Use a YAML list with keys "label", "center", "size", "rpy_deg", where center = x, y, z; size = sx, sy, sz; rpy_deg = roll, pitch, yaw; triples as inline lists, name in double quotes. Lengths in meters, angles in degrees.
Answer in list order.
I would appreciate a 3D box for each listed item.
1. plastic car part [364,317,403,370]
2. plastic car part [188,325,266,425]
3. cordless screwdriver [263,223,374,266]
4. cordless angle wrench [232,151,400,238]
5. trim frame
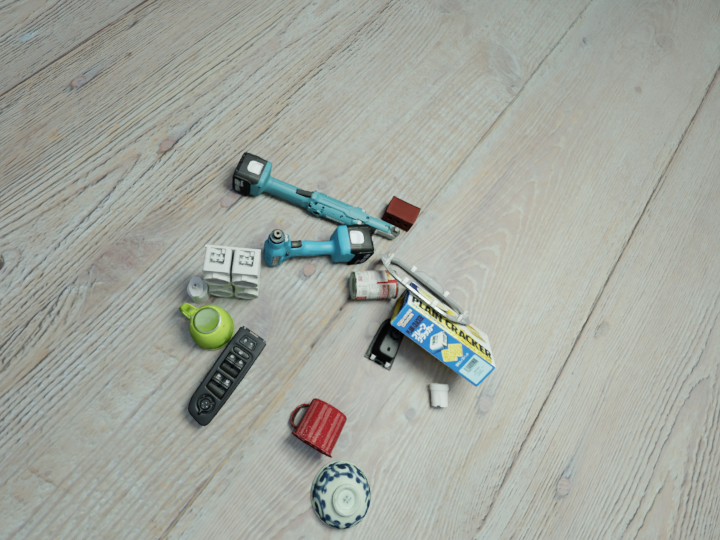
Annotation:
- label: "plastic car part"
  center: [0.068, 0.153, 0.942]
  size: [0.066, 0.070, 0.117]
  rpy_deg: [28, 72, -1]
- label: "plastic car part"
  center: [-0.278, 0.216, 0.872]
  size: [0.066, 0.067, 0.203]
  rpy_deg: [35, 73, -5]
- label: "cordless screwdriver"
  center: [-0.093, -0.061, 0.953]
  size: [0.244, 0.159, 0.076]
  rpy_deg: [-4, 74, -13]
- label: "cordless angle wrench"
  center: [-0.102, -0.164, 1.034]
  size: [0.419, 0.098, 0.075]
  rpy_deg: [22, 69, -4]
- label: "trim frame"
  center: [0.145, 0.037, 0.956]
  size: [0.256, 0.179, 0.027]
  rpy_deg: [37, 106, 14]
